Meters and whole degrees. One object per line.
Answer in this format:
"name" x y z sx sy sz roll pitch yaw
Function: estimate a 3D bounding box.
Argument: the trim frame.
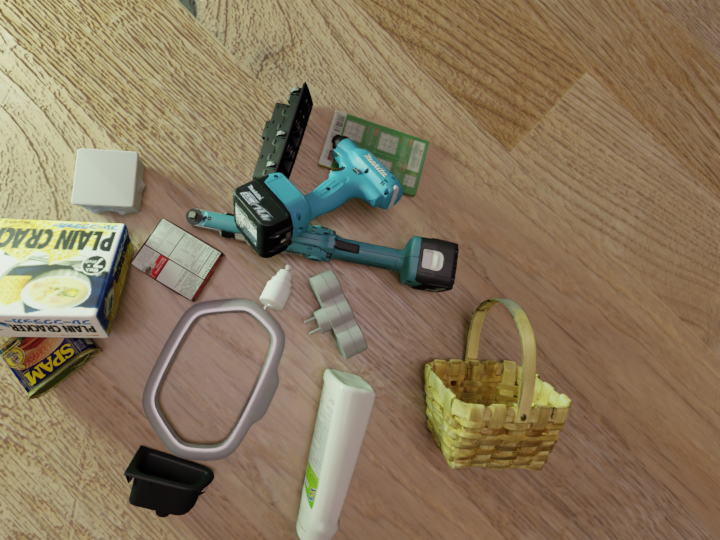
"trim frame" -0.218 0.160 0.644 0.183 0.027 0.249 24 77 -2

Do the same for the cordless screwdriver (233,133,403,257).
"cordless screwdriver" -0.074 -0.128 0.639 0.243 0.073 0.166 -26 61 -25

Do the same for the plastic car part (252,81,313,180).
"plastic car part" -0.132 -0.211 0.699 0.067 0.065 0.204 11 79 2

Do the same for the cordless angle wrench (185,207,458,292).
"cordless angle wrench" -0.066 -0.043 0.671 0.422 0.097 0.075 11 81 -1

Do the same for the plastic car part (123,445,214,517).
"plastic car part" -0.276 0.310 0.599 0.115 0.067 0.071 23 94 -8
